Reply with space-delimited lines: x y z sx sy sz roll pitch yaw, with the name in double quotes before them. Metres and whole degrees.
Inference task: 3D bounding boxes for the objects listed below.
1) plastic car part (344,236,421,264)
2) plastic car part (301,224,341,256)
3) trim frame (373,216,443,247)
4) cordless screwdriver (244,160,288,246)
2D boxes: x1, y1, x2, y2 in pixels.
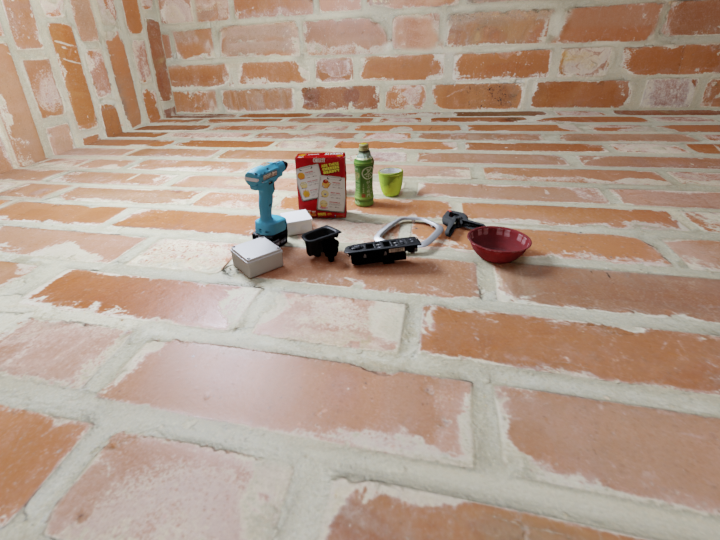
"plastic car part" 0.056 -0.050 1.137 0.203 0.065 0.068 -3 29 -1
"plastic car part" -0.117 -0.076 1.196 0.113 0.069 0.070 -27 37 -36
"trim frame" 0.144 -0.115 1.280 0.193 0.027 0.244 14 34 27
"cordless screwdriver" -0.259 -0.196 1.245 0.078 0.242 0.156 14 32 26
